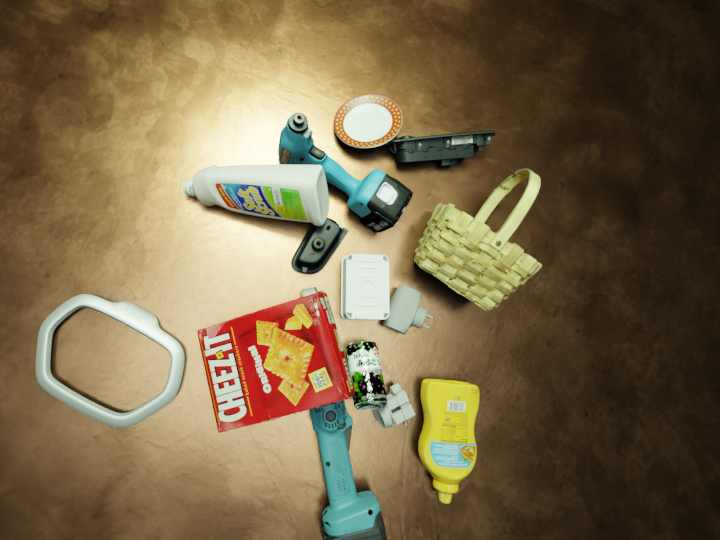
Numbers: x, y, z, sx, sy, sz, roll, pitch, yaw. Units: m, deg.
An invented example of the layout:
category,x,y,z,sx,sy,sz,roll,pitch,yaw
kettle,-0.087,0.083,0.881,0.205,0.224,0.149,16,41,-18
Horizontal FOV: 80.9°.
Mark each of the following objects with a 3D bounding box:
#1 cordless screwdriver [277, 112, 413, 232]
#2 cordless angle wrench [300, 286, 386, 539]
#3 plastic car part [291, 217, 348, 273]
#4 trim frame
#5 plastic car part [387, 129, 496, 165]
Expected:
category,x,y,z,sx,sy,sz,roll,pitch,yaw
cordless screwdriver,-0.030,-0.170,0.724,0.248,0.160,0.074,33,76,-3
cordless angle wrench,-0.050,0.237,0.700,0.097,0.074,0.429,-10,79,-9
plastic car part,-0.073,-0.048,0.744,0.066,0.071,0.116,31,76,-2
trim frame,-0.413,0.145,0.698,0.249,0.027,0.184,27,80,1
plastic car part,0.148,-0.234,0.808,0.200,0.068,0.066,-3,108,-8
